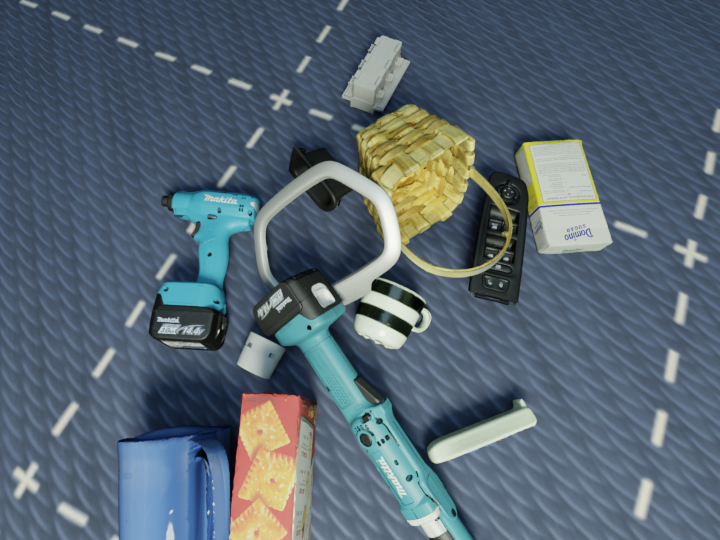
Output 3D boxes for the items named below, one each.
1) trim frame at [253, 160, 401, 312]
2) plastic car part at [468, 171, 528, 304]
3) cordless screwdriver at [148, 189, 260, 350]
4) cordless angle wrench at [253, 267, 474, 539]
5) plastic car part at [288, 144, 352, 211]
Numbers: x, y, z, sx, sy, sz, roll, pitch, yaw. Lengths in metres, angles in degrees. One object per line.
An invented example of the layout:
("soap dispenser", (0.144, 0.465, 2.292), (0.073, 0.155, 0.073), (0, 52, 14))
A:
("trim frame", (-0.057, -0.037, 0.580), (0.254, 0.027, 0.186), (-31, 85, 32))
("plastic car part", (0.203, -0.048, 0.620), (0.068, 0.065, 0.205), (11, 73, 12))
("cordless screwdriver", (-0.253, -0.012, 0.636), (0.161, 0.072, 0.253), (6, 66, 5))
("cordless angle wrench", (0.019, 0.194, 0.526), (0.099, 0.072, 0.432), (-43, 77, 32))
("plastic car part", (-0.056, -0.154, 0.688), (0.070, 0.065, 0.120), (-34, 75, -26))
